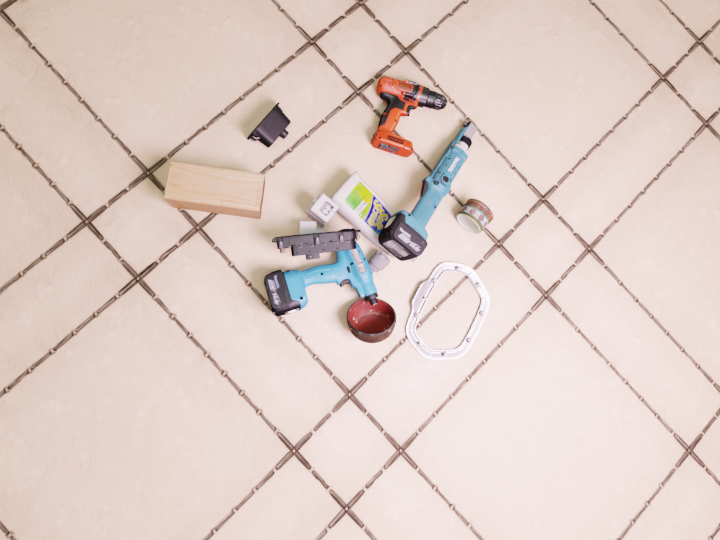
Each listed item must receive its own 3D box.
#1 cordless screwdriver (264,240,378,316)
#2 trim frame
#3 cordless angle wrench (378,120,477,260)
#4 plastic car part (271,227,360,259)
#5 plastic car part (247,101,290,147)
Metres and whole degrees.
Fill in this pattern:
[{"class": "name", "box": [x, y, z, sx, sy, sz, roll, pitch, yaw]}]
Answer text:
[{"class": "cordless screwdriver", "box": [-0.088, 0.041, 0.970, 0.245, 0.074, 0.163, -21, 76, -12]}, {"class": "trim frame", "box": [0.214, 0.099, 1.031, 0.184, 0.027, 0.248, 30, 82, -1]}, {"class": "cordless angle wrench", "box": [0.187, -0.211, 1.019, 0.096, 0.076, 0.422, 37, 67, -11]}, {"class": "plastic car part", "box": [-0.092, -0.060, 0.942, 0.200, 0.066, 0.068, -11, 83, -9]}, {"class": "plastic car part", "box": [-0.210, -0.345, 1.025, 0.069, 0.068, 0.116, 44, 76, -18]}]
